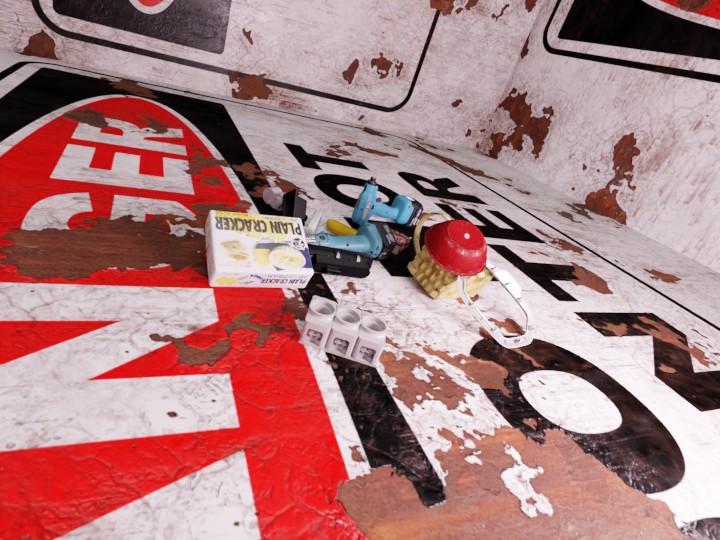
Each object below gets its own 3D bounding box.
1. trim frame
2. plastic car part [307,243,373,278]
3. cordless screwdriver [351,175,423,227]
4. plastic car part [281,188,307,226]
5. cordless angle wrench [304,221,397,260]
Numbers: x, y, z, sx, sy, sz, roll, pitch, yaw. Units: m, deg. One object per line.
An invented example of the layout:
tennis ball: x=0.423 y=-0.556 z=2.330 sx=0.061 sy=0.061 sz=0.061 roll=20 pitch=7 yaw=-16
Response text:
trim frame: x=0.324 y=0.068 z=1.002 sx=0.251 sy=0.028 sz=0.180 roll=49 pitch=51 yaw=5
plastic car part: x=-0.056 y=-0.018 z=1.034 sx=0.196 sy=0.065 sz=0.070 roll=5 pitch=39 yaw=-22
cordless screwdriver: x=0.096 y=-0.224 z=1.402 sx=0.238 sy=0.157 sz=0.078 roll=2 pitch=31 yaw=-33
plastic car part: x=-0.184 y=-0.166 z=1.217 sx=0.067 sy=0.118 sz=0.068 roll=13 pitch=-19 yaw=-41
cordless angle wrench: x=-0.106 y=-0.069 z=1.085 sx=0.407 sy=0.074 sz=0.102 roll=-4 pitch=56 yaw=-27
